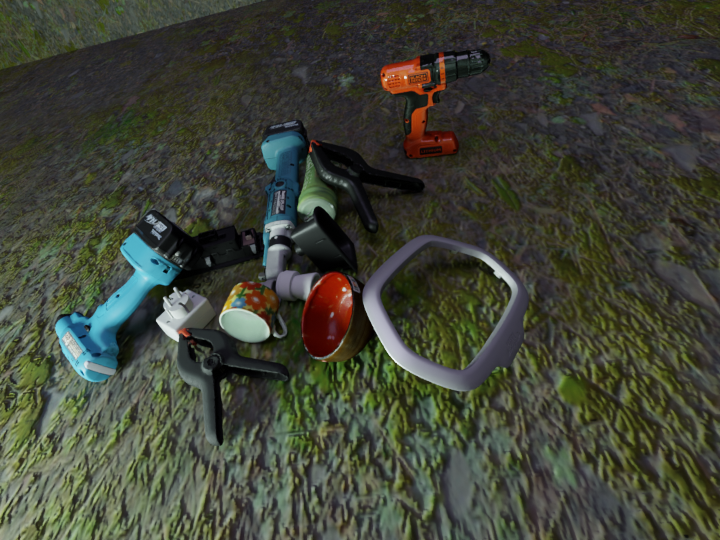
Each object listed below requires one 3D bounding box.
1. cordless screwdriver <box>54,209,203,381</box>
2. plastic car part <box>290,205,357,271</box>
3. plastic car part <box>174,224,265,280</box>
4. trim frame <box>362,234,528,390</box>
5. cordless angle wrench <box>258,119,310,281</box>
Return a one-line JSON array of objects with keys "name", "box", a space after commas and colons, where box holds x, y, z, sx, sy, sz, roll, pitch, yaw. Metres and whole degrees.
[{"name": "cordless screwdriver", "box": [-0.366, 0.025, 0.649, 0.168, 0.070, 0.249, 25, 77, 35]}, {"name": "plastic car part", "box": [-0.063, -0.041, 0.643, 0.072, 0.110, 0.068, -29, 39, 20]}, {"name": "plastic car part", "box": [-0.269, -0.032, 0.725, 0.203, 0.064, 0.069, -18, 51, 2]}, {"name": "trim frame", "box": [0.110, 0.038, 0.514, 0.191, 0.027, 0.244, 33, 45, 18]}, {"name": "cordless angle wrench", "box": [-0.145, -0.142, 0.791, 0.099, 0.071, 0.438, -11, 46, 5]}]
